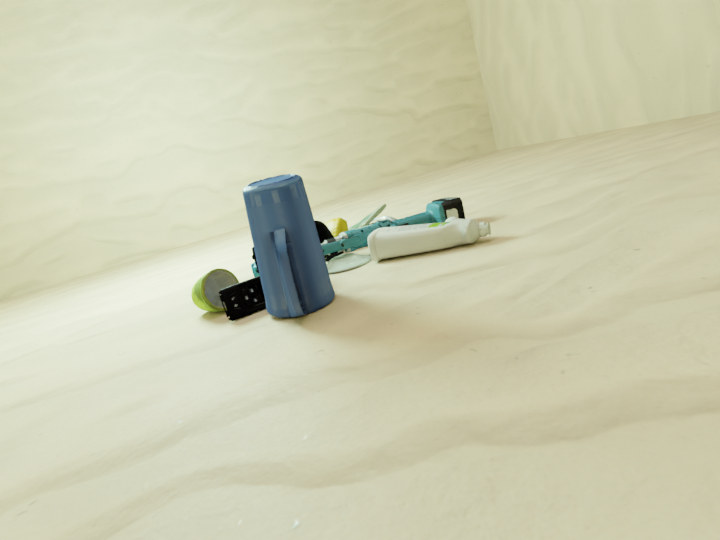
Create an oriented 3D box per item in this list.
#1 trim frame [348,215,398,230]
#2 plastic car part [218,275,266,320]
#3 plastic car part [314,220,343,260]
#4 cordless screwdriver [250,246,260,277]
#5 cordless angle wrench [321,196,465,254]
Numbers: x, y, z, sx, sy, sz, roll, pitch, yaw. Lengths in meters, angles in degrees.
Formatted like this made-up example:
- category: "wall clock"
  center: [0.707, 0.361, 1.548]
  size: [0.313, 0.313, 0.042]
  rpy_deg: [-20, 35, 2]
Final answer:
- category: "trim frame"
  center: [0.041, -0.145, 1.399]
  size: [0.185, 0.027, 0.251]
  rpy_deg: [-16, 12, 3]
- category: "plastic car part"
  center: [-0.189, 0.043, 0.882]
  size: [0.199, 0.068, 0.067]
  rpy_deg: [-22, -12, -19]
- category: "plastic car part"
  center: [-0.113, -0.074, 1.151]
  size: [0.064, 0.118, 0.072]
  rpy_deg: [-27, -8, -47]
- category: "cordless screwdriver"
  center: [-0.188, -0.028, 1.034]
  size: [0.157, 0.075, 0.251]
  rpy_deg: [-18, -1, -13]
- category: "cordless angle wrench"
  center: [0.060, -0.100, 1.073]
  size: [0.416, 0.073, 0.101]
  rpy_deg: [-17, 13, -13]
